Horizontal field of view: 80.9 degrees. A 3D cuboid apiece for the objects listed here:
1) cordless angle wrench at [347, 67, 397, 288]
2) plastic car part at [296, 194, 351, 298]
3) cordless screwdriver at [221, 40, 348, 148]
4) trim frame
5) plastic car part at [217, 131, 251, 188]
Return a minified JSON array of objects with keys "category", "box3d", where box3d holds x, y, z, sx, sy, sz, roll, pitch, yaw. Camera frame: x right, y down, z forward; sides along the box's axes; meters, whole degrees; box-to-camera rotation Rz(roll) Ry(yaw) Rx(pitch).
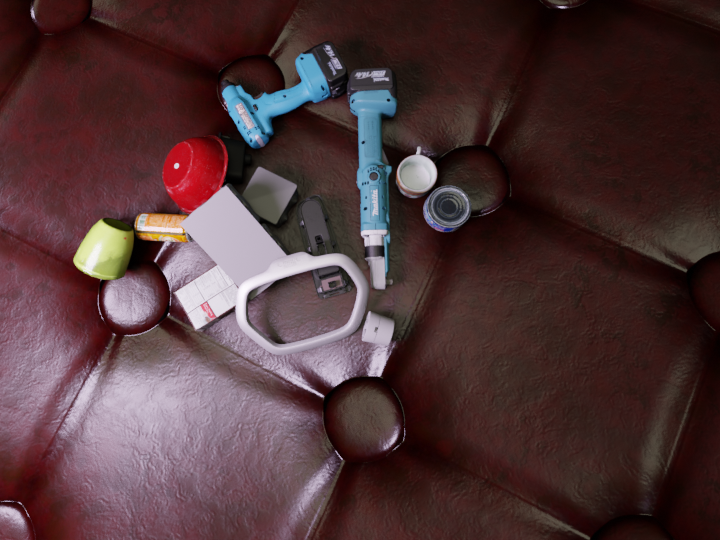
[{"category":"cordless angle wrench","box3d":[0.026,-0.176,0.818,0.098,0.073,0.426,-2,82,2]},{"category":"plastic car part","box3d":[-0.079,-0.052,0.806,0.067,0.065,0.207,-18,77,5]},{"category":"cordless screwdriver","box3d":[-0.157,-0.376,0.863,0.249,0.073,0.162,-31,80,1]},{"category":"trim frame","box3d":[-0.105,0.059,0.771,0.249,0.028,0.180,-16,106,2]},{"category":"plastic car part","box3d":[-0.256,-0.221,0.851,0.069,0.067,0.118,8,78,-13]}]
